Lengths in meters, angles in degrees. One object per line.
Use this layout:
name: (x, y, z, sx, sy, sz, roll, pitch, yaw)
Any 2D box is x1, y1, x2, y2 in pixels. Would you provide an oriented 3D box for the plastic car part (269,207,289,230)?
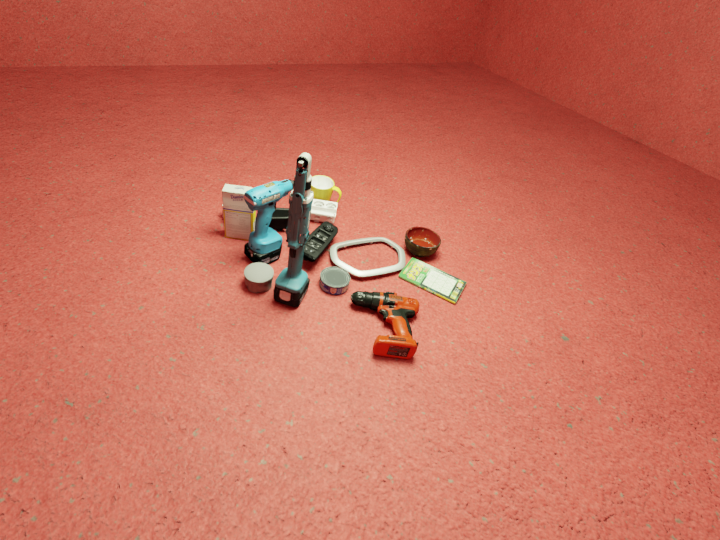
plastic car part: (-0.265, -0.159, 1.347, 0.115, 0.069, 0.068, 3, 40, -8)

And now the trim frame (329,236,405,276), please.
trim frame: (0.025, -0.047, 1.298, 0.241, 0.027, 0.194, -13, 44, -23)

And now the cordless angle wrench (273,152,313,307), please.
cordless angle wrench: (-0.152, -0.089, 1.016, 0.076, 0.414, 0.098, 18, 40, 6)

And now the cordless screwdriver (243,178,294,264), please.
cordless screwdriver: (-0.252, -0.139, 1.191, 0.078, 0.243, 0.155, 37, 46, 27)

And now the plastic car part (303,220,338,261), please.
plastic car part: (-0.126, -0.082, 1.284, 0.068, 0.065, 0.202, 20, 41, 11)
